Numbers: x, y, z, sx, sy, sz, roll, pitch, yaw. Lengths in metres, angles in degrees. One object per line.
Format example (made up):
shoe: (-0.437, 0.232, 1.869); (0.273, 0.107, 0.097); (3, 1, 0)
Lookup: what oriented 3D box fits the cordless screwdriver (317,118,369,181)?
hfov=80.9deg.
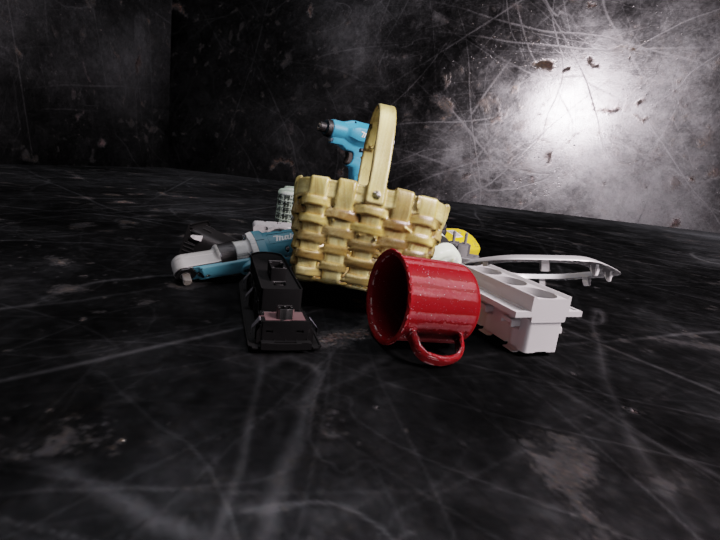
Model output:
cordless screwdriver: (-0.029, -0.167, 0.830); (0.152, 0.247, 0.078); (5, 11, -30)

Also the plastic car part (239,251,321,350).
plastic car part: (-0.098, 0.020, 0.462); (0.065, 0.066, 0.210); (-5, 14, -17)

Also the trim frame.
trim frame: (0.250, 0.004, 0.598); (0.193, 0.028, 0.235); (-1, -6, 41)

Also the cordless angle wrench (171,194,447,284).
cordless angle wrench: (-0.062, -0.040, 0.629); (0.408, 0.073, 0.102); (-12, 55, -28)

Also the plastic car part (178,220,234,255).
plastic car part: (-0.224, -0.036, 0.648); (0.071, 0.066, 0.117); (21, 10, -3)
